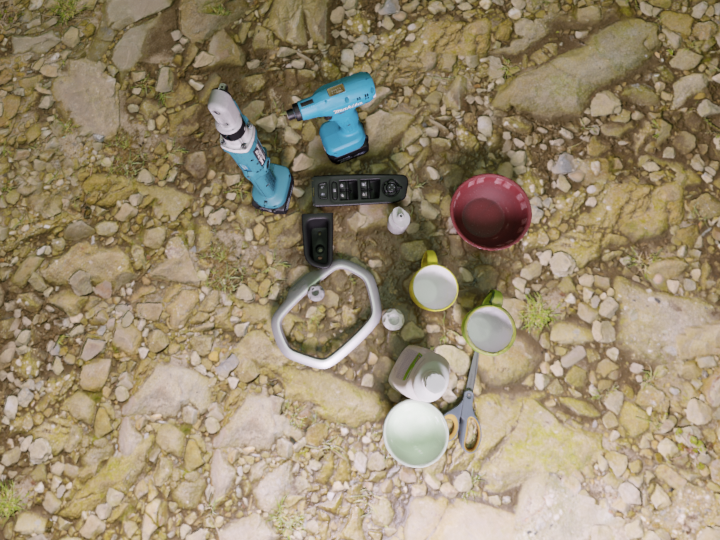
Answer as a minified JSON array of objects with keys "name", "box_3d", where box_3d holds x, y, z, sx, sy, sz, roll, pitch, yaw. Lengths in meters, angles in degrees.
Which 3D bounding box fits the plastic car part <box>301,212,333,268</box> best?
[{"name":"plastic car part","box_3d":[-0.087,-0.057,0.890,0.066,0.070,0.118,-3,81,1]}]

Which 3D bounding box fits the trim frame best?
[{"name":"trim frame","box_3d":[-0.070,0.088,0.885,0.248,0.027,0.188,-43,80,-4]}]

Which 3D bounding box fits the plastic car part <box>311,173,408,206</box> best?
[{"name":"plastic car part","box_3d":[-0.001,-0.168,0.905,0.204,0.066,0.067,-3,81,4]}]

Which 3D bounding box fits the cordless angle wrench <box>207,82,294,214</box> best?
[{"name":"cordless angle wrench","box_3d":[-0.188,-0.194,0.747,0.075,0.417,0.098,12,83,1]}]

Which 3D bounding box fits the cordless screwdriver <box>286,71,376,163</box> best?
[{"name":"cordless screwdriver","box_3d":[-0.056,-0.288,0.840,0.159,0.245,0.075,-20,84,-2]}]
